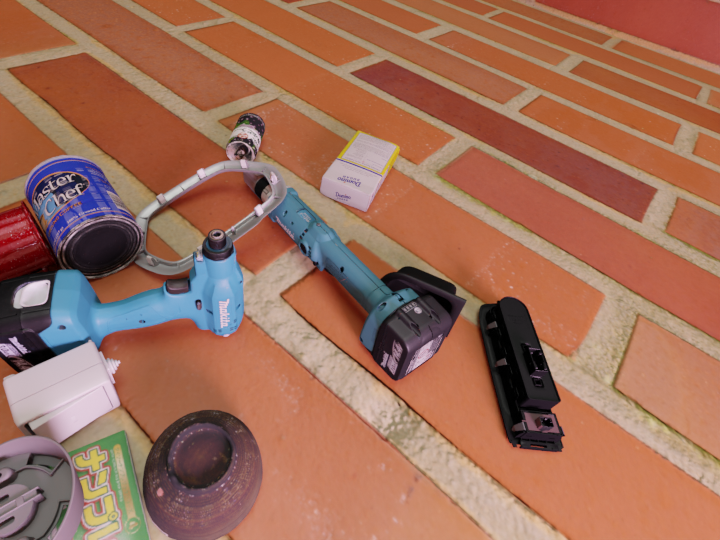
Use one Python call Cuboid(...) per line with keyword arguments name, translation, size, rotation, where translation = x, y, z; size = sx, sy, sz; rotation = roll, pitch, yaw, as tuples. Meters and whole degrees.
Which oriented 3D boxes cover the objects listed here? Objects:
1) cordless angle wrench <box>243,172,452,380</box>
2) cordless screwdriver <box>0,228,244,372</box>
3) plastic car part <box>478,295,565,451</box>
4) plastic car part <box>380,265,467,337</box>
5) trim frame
Cuboid(name="cordless angle wrench", translation=(-0.059, -0.039, 0.605), size=(0.072, 0.095, 0.445), rotation=(-25, 54, -29))
Cuboid(name="cordless screwdriver", translation=(-0.251, 0.028, 0.456), size=(0.243, 0.156, 0.078), rotation=(-8, 51, -17))
Cuboid(name="plastic car part", translation=(0.200, 0.112, 0.535), size=(0.066, 0.065, 0.209), rotation=(1, 45, -4))
Cuboid(name="plastic car part", translation=(0.087, 0.028, 0.596), size=(0.121, 0.065, 0.069), rotation=(28, 32, 17))
Cuboid(name="trim frame", translation=(-0.224, -0.090, 0.619), size=(0.245, 0.026, 0.194), rotation=(-39, 56, -21))
